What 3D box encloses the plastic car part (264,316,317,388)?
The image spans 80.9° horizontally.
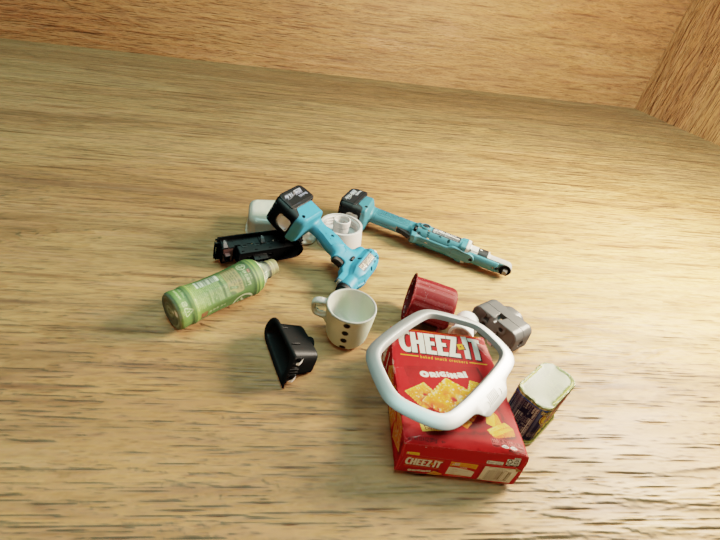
[{"bbox_3d":[-0.107,0.124,0.690,0.068,0.065,0.123,8,29,-30],"label":"plastic car part"}]

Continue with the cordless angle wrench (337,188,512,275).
[{"bbox_3d":[0.149,-0.085,1.017,0.437,0.073,0.097,23,37,16],"label":"cordless angle wrench"}]

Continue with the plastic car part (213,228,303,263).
[{"bbox_3d":[-0.204,-0.048,0.896,0.196,0.065,0.071,-14,47,-31],"label":"plastic car part"}]

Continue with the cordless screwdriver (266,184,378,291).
[{"bbox_3d":[-0.085,-0.055,0.868,0.251,0.075,0.157,40,40,3],"label":"cordless screwdriver"}]

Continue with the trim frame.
[{"bbox_3d":[0.119,0.134,0.621,0.194,0.027,0.241,31,39,32],"label":"trim frame"}]
